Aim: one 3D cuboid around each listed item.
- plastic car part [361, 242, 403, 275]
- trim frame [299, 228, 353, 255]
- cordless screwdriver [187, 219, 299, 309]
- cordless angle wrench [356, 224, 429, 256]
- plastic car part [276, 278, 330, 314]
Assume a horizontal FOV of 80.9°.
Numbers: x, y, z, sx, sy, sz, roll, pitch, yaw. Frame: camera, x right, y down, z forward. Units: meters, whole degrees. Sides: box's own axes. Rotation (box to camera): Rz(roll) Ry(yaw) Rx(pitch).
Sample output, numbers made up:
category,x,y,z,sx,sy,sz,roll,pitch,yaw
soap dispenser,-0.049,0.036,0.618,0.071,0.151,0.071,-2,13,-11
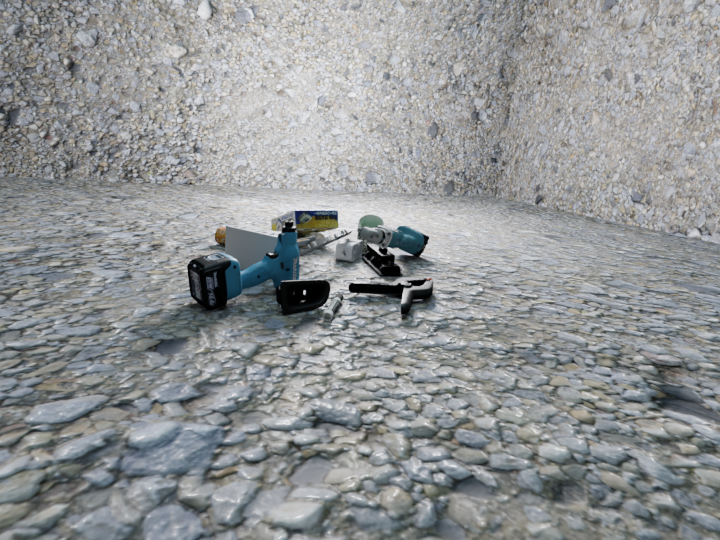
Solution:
category,x,y,z,sx,sy,sz,roll,pitch,yaw
plastic car part,0.054,-0.038,1.203,0.065,0.066,0.210,-7,16,-15
trim frame,-0.122,-0.080,1.248,0.189,0.027,0.243,-21,8,27
cordless screwdriver,-0.230,-0.016,0.884,0.239,0.157,0.079,-13,22,-42
cordless angle wrench,0.092,-0.090,1.177,0.102,0.074,0.407,29,12,20
plastic car part,-0.127,0.049,0.873,0.111,0.066,0.074,-4,3,-40
